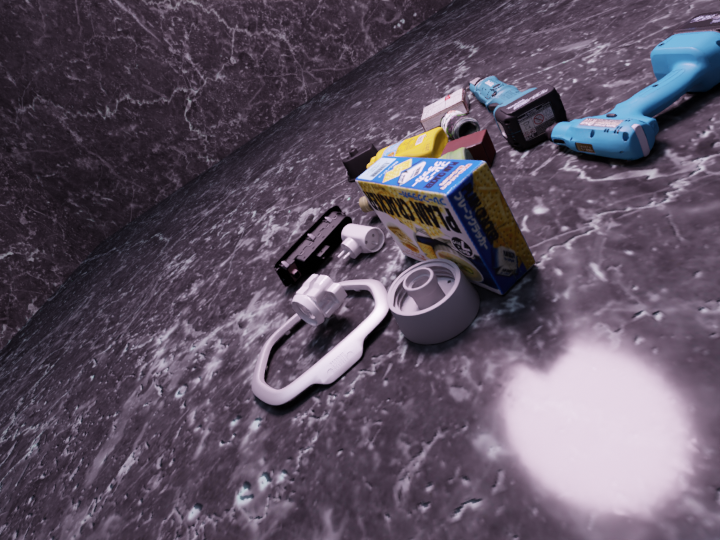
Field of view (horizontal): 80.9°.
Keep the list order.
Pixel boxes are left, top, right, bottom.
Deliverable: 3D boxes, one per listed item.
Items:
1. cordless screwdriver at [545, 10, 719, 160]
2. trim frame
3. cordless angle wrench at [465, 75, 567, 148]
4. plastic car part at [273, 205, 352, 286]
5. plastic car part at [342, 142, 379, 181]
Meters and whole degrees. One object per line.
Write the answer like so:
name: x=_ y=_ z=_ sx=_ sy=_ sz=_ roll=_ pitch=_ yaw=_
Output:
cordless screwdriver: x=0.406 y=-0.256 z=0.605 sx=0.249 sy=0.071 sz=0.166 roll=-40 pitch=28 yaw=0
trim frame: x=-0.062 y=0.098 z=0.632 sx=0.247 sy=0.026 sz=0.193 roll=-39 pitch=28 yaw=-9
cordless angle wrench: x=0.293 y=-0.360 z=0.883 sx=0.099 sy=0.071 sz=0.433 roll=-27 pitch=28 yaw=15
plastic car part: x=-0.082 y=-0.054 z=0.840 sx=0.071 sy=0.063 sz=0.202 roll=9 pitch=51 yaw=41
plastic car part: x=0.003 y=-0.281 z=1.073 sx=0.119 sy=0.068 sz=0.067 roll=-22 pitch=28 yaw=19
